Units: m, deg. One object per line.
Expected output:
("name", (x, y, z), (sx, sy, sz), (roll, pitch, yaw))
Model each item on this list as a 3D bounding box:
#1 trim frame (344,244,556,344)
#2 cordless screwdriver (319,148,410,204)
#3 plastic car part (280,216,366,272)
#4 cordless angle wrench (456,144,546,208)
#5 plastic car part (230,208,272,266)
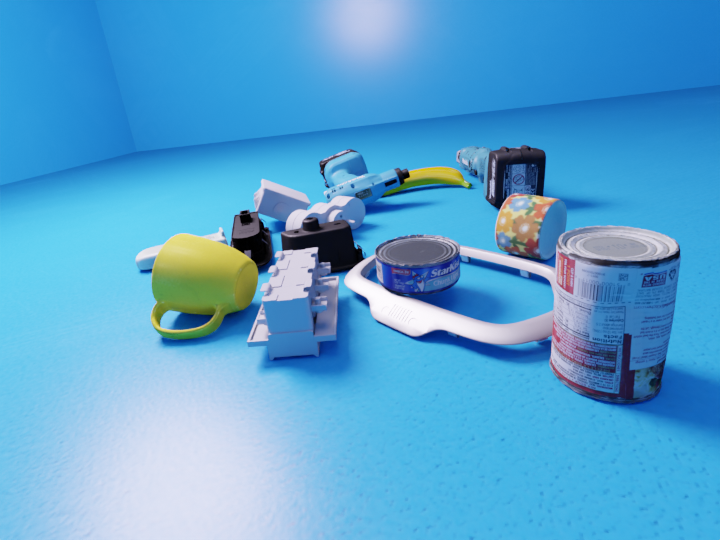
("trim frame", (0.096, 0.015, 0.444), (0.178, 0.027, 0.263), (-24, 30, -35))
("cordless screwdriver", (-0.003, -0.193, 0.868), (0.160, 0.072, 0.257), (-22, 26, 2))
("plastic car part", (-0.054, -0.035, 0.555), (0.115, 0.069, 0.068), (-9, 20, -10))
("cordless angle wrench", (0.246, -0.211, 0.842), (0.075, 0.096, 0.428), (-3, 20, 2))
("plastic car part", (-0.172, -0.055, 0.655), (0.065, 0.065, 0.211), (-5, 24, -13))
